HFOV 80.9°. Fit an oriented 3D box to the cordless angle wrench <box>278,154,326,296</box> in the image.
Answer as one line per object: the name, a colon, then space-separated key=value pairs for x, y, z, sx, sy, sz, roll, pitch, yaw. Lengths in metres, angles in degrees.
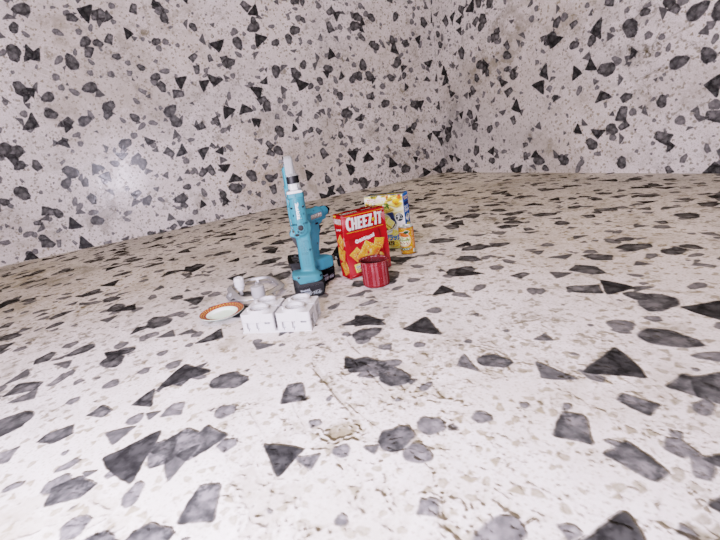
cordless angle wrench: x=-0.181 y=-0.129 z=1.256 sx=0.097 sy=0.415 sz=0.076 roll=-10 pitch=14 yaw=-6

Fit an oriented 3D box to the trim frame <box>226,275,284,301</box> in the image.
trim frame: x=-0.353 y=0.060 z=1.398 sx=0.179 sy=0.027 sz=0.260 roll=-17 pitch=19 yaw=-24

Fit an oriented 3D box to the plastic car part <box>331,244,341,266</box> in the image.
plastic car part: x=-0.059 y=-0.050 z=1.521 sx=0.067 sy=0.069 sz=0.117 roll=-6 pitch=17 yaw=9

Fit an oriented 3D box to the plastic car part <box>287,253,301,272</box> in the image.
plastic car part: x=-0.227 y=-0.021 z=1.523 sx=0.065 sy=0.066 sz=0.209 roll=-11 pitch=17 yaw=-10

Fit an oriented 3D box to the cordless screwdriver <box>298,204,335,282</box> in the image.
cordless screwdriver: x=-0.136 y=-0.089 z=1.393 sx=0.078 sy=0.244 sz=0.155 roll=1 pitch=17 yaw=32
